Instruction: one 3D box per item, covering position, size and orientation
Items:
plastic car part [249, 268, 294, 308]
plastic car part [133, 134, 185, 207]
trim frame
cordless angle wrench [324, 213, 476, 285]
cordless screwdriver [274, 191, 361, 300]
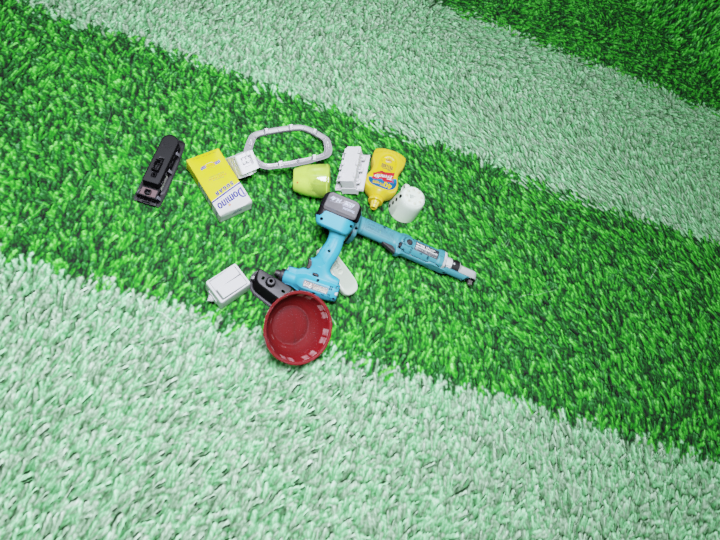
[{"bbox_3d":[-0.205,0.039,0.978,0.116,0.071,0.066,36,62,-2],"label":"plastic car part"},{"bbox_3d":[-0.496,-0.260,1.047,0.066,0.066,0.206,13,61,-4],"label":"plastic car part"},{"bbox_3d":[-0.196,-0.340,1.152,0.242,0.027,0.193,-15,56,-21],"label":"trim frame"},{"bbox_3d":[0.115,-0.063,1.108,0.418,0.074,0.099,23,63,-6],"label":"cordless angle wrench"},{"bbox_3d":[-0.098,-0.064,1.005,0.161,0.074,0.248,18,92,4],"label":"cordless screwdriver"}]
